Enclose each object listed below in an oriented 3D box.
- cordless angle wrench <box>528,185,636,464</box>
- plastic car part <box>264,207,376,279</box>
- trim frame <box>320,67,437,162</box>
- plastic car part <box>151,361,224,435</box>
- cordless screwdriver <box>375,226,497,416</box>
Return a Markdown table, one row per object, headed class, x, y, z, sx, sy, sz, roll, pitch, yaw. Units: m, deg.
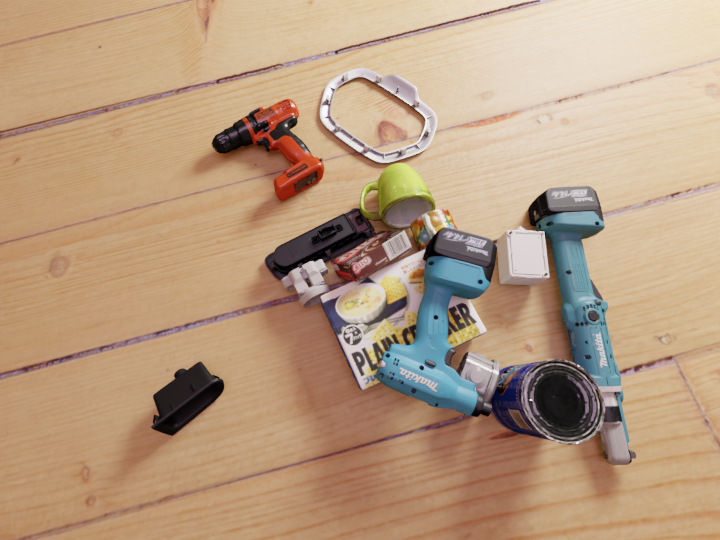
| class | x | y | z | sx | sy | sz | roll | pitch | yaw |
| --- | --- | --- | --- | --- | --- | --- | --- | --- | --- |
| cordless angle wrench | 0.357 | 0.074 | 0.671 | 0.098 | 0.073 | 0.431 | -3 | 73 | 1 |
| plastic car part | -0.073 | -0.047 | 0.742 | 0.202 | 0.066 | 0.067 | -28 | 81 | -4 |
| trim frame | 0.033 | -0.316 | 0.845 | 0.256 | 0.027 | 0.183 | 39 | 76 | 16 |
| plastic car part | -0.280 | 0.194 | 0.674 | 0.115 | 0.063 | 0.074 | -41 | 62 | -14 |
| cordless screwdriver | 0.137 | 0.072 | 0.612 | 0.162 | 0.072 | 0.250 | 20 | 76 | 9 |
